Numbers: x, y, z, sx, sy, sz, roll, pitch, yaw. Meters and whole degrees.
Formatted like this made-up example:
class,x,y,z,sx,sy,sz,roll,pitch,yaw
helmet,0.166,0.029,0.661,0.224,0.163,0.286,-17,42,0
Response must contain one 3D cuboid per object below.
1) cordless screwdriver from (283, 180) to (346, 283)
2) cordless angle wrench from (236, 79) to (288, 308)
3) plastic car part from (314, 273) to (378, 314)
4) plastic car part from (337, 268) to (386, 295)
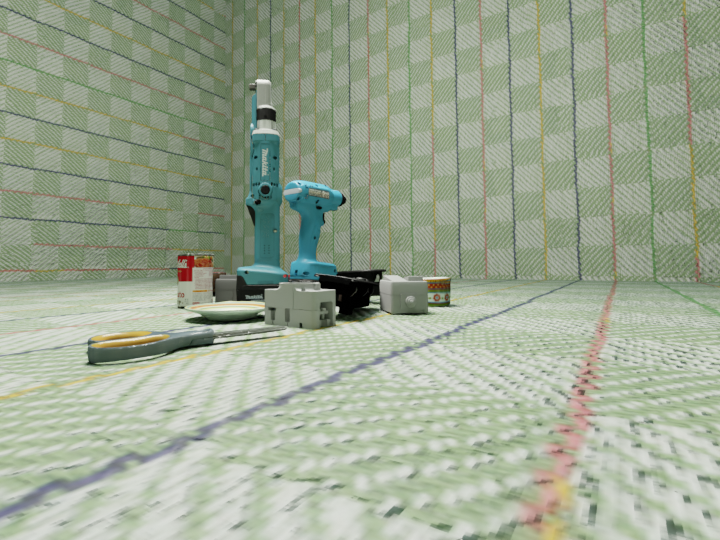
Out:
class,x,y,z,sx,sy,sz,roll,pitch,yaw
cordless screwdriver,-0.086,-0.056,0.878,0.078,0.249,0.151,-3,-3,41
cordless angle wrench,-0.176,-0.142,0.775,0.097,0.424,0.075,0,-3,-8
plastic car part,-0.014,0.037,0.694,0.068,0.067,0.197,-1,0,14
plastic car part,-0.001,0.032,0.885,0.063,0.071,0.122,1,-1,-43
